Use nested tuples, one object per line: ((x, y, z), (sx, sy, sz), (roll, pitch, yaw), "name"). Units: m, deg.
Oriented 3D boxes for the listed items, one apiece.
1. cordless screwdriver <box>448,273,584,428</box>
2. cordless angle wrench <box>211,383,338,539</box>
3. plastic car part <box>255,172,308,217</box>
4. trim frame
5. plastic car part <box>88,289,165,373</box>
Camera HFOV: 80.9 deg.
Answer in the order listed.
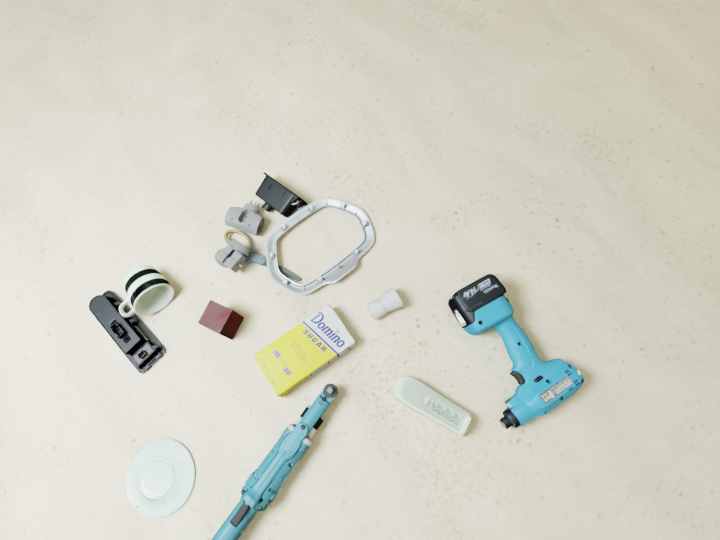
((0.252, 0.141, 0.761), (0.158, 0.072, 0.257), (-33, 72, -7), "cordless screwdriver")
((-0.171, 0.372, 0.718), (0.077, 0.095, 0.421), (33, 72, 14), "cordless angle wrench")
((-0.187, -0.160, 0.945), (0.121, 0.063, 0.071), (34, 90, 20), "plastic car part")
((-0.088, -0.057, 0.898), (0.246, 0.027, 0.190), (-36, 71, -13), "trim frame")
((-0.495, 0.118, 0.870), (0.211, 0.064, 0.066), (40, 84, 21), "plastic car part")
